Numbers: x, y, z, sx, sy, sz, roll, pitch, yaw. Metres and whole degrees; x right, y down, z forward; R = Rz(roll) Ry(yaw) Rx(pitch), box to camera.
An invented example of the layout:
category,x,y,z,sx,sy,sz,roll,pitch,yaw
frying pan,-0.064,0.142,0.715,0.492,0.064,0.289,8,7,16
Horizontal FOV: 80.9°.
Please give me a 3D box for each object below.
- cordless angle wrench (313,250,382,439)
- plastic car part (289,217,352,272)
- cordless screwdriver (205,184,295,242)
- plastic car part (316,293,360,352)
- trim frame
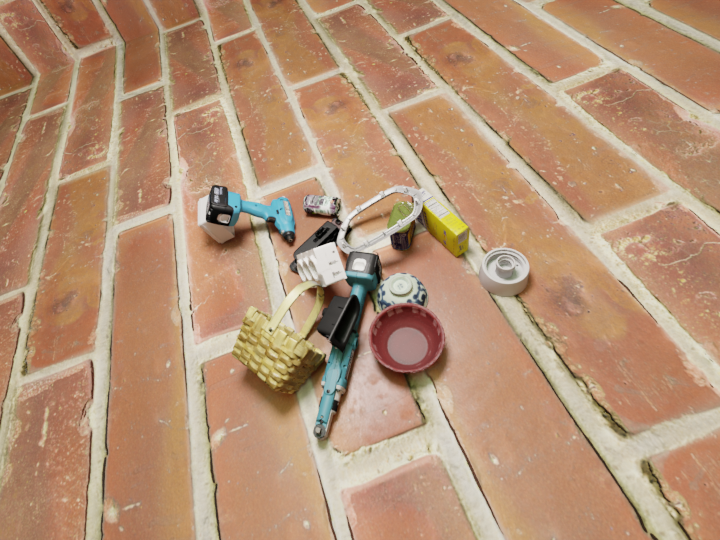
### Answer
category,x,y,z,sx,sy,sz,roll,pitch,yaw
cordless angle wrench,-0.034,0.156,0.947,0.077,0.093,0.428,6,61,17
plastic car part,-0.112,-0.073,1.145,0.069,0.064,0.202,35,72,24
cordless screwdriver,-0.302,-0.152,1.183,0.239,0.074,0.166,5,47,-27
plastic car part,-0.053,0.104,0.908,0.074,0.062,0.117,6,61,32
trim frame,0.043,-0.133,1.075,0.252,0.026,0.192,-29,42,14
